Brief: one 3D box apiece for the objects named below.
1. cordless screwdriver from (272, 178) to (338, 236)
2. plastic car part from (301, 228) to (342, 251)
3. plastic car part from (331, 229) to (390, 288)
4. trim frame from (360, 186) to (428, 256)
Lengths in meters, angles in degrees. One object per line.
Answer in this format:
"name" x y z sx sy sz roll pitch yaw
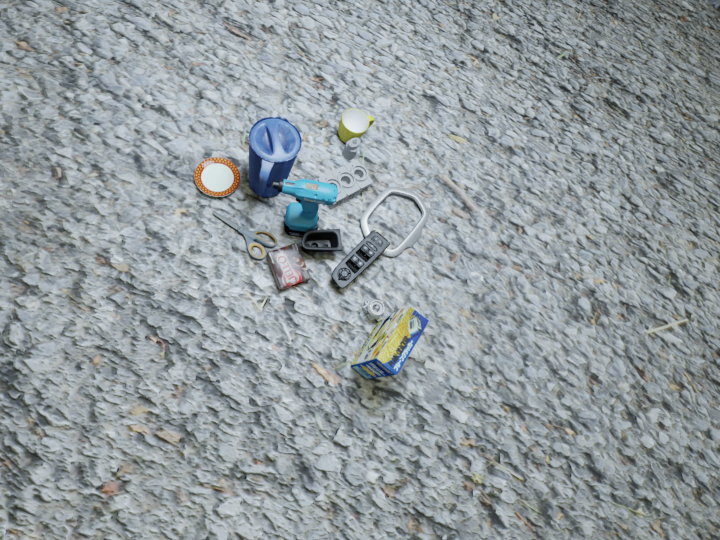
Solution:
"cordless screwdriver" -0.166 -0.170 1.129 0.156 0.250 0.075 10 71 -13
"plastic car part" -0.118 -0.077 1.202 0.114 0.071 0.067 -2 73 -15
"plastic car part" -0.008 -0.027 1.211 0.067 0.067 0.201 44 67 2
"trim frame" 0.107 -0.153 1.305 0.185 0.027 0.247 39 67 3
